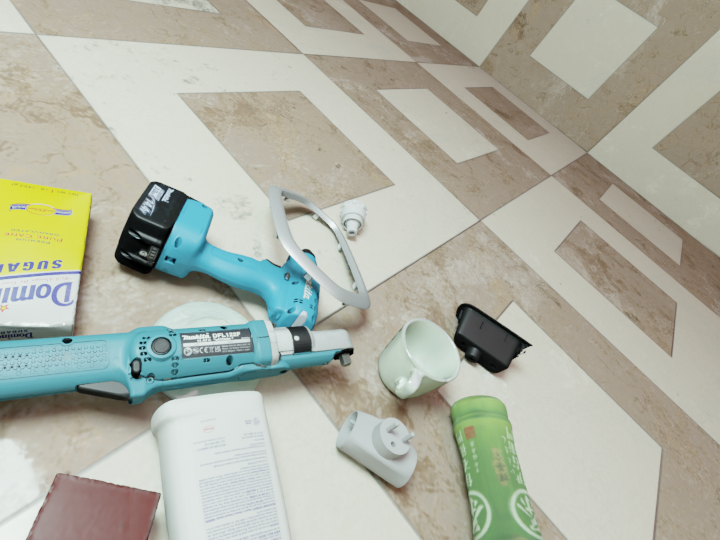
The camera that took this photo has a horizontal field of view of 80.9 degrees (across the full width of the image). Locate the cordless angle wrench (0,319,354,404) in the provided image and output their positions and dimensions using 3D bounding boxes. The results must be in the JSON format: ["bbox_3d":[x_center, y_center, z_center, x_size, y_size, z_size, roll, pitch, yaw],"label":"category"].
[{"bbox_3d":[-0.187,0.083,0.386,0.405,0.074,0.102,0,53,-31],"label":"cordless angle wrench"}]

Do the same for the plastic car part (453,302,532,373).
[{"bbox_3d":[0.188,0.114,0.651,0.117,0.066,0.071,33,53,3],"label":"plastic car part"}]

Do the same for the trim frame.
[{"bbox_3d":[-0.059,-0.039,0.607,0.174,0.028,0.260,31,20,-35],"label":"trim frame"}]

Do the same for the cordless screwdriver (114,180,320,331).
[{"bbox_3d":[-0.161,-0.023,0.535,0.242,0.074,0.163,28,30,-15],"label":"cordless screwdriver"}]
